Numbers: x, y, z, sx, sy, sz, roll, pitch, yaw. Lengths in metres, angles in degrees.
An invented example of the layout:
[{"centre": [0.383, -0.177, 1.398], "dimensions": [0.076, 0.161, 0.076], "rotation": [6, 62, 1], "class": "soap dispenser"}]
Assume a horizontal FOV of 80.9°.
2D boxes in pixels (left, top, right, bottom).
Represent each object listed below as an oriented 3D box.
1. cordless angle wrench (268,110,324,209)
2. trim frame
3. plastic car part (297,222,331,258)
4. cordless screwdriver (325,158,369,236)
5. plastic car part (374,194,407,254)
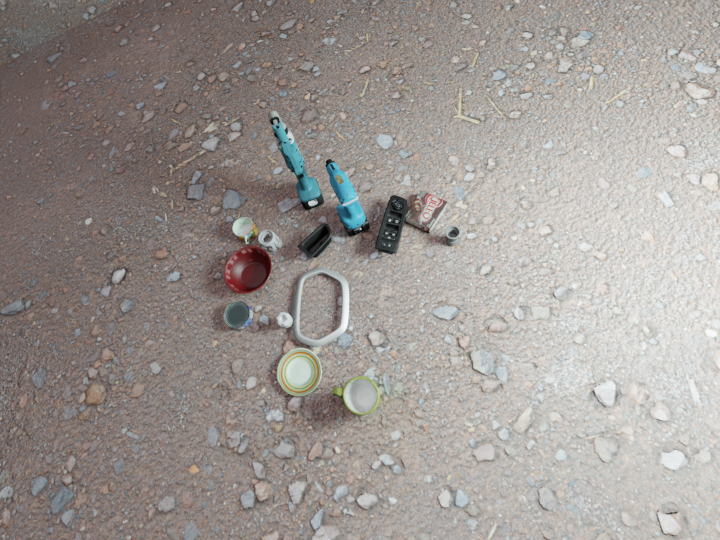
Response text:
[{"centre": [-0.196, -0.325, 1.264], "dimensions": [0.074, 0.406, 0.101], "rotation": [-20, 66, 1], "class": "cordless angle wrench"}, {"centre": [-0.124, 0.105, 1.266], "dimensions": [0.188, 0.026, 0.254], "rotation": [-5, 65, 12], "class": "trim frame"}, {"centre": [-0.130, -0.085, 1.329], "dimensions": [0.116, 0.068, 0.069], "rotation": [-44, 66, -8], "class": "plastic car part"}, {"centre": [-0.046, -0.215, 1.272], "dimensions": [0.074, 0.239, 0.166], "rotation": [-26, 65, -2], "class": "cordless screwdriver"}, {"centre": [0.100, -0.136, 1.298], "dimensions": [0.068, 0.064, 0.205], "rotation": [9, 69, 15], "class": "plastic car part"}]
